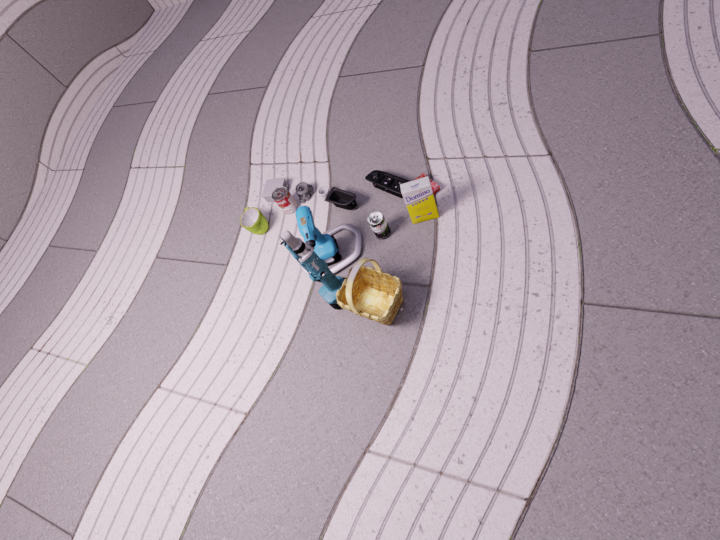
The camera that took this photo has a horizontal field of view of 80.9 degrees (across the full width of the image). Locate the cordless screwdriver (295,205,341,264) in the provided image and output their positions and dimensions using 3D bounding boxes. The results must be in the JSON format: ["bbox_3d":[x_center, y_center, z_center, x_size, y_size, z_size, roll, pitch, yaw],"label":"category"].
[{"bbox_3d":[-0.137,-0.089,1.398,0.075,0.236,0.166,-22,57,9],"label":"cordless screwdriver"}]

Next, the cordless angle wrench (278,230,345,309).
[{"bbox_3d":[-0.128,-0.005,1.246,0.098,0.401,0.078,-44,57,-6],"label":"cordless angle wrench"}]

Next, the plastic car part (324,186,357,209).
[{"bbox_3d":[-0.062,-0.254,1.558,0.123,0.067,0.066,23,74,31],"label":"plastic car part"}]

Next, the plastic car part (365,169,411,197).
[{"bbox_3d":[0.109,-0.307,1.515,0.214,0.063,0.066,32,78,33],"label":"plastic car part"}]

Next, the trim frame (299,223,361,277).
[{"bbox_3d":[-0.107,-0.071,1.502,0.249,0.026,0.193,-34,55,3],"label":"trim frame"}]
